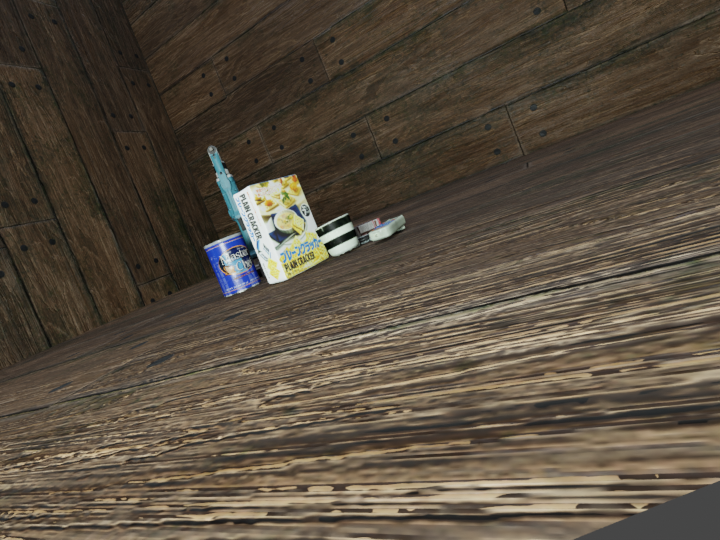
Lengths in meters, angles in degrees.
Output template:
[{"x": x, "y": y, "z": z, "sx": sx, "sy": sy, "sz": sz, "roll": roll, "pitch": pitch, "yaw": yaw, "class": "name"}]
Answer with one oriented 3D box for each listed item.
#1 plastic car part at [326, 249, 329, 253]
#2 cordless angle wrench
[{"x": -0.111, "y": -0.072, "z": 1.132, "sx": 0.119, "sy": 0.070, "sz": 0.065, "roll": -20, "pitch": 6, "yaw": 15, "class": "plastic car part"}, {"x": -0.375, "y": -0.181, "z": 1.295, "sx": 0.074, "sy": 0.421, "sz": 0.098, "roll": -22, "pitch": 3, "yaw": -2, "class": "cordless angle wrench"}]
